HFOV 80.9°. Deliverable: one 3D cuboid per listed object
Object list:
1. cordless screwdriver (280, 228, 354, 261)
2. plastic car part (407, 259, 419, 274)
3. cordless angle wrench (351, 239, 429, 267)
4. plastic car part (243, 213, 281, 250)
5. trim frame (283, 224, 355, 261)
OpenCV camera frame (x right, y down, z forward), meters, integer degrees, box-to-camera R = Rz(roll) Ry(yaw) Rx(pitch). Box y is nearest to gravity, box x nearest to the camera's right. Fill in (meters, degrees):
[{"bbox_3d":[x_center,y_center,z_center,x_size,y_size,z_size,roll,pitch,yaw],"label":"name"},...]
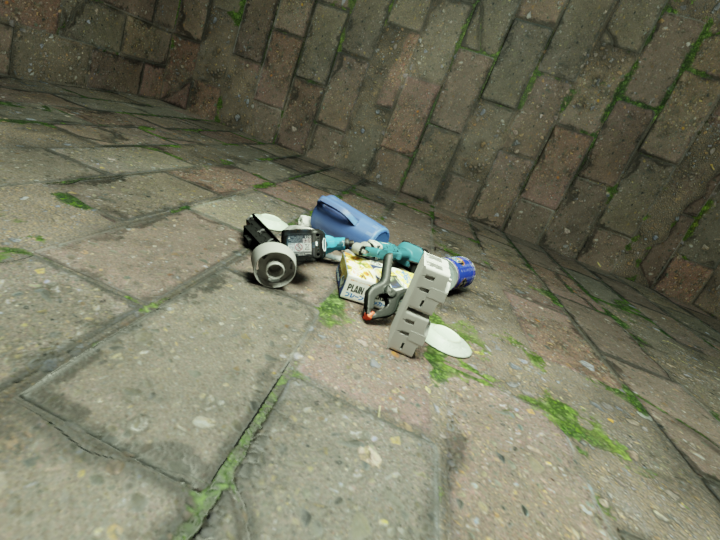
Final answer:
[{"bbox_3d":[-0.103,-0.064,1.048,0.161,0.074,0.247,-1,4,5],"label":"cordless screwdriver"},{"bbox_3d":[0.189,0.020,1.232,0.123,0.071,0.062,20,-5,31],"label":"plastic car part"},{"bbox_3d":[0.082,-0.053,1.228,0.103,0.074,0.404,26,11,27],"label":"cordless angle wrench"},{"bbox_3d":[-0.254,-0.077,1.078,0.064,0.065,0.215,-9,33,-39],"label":"plastic car part"},{"bbox_3d":[-0.125,-0.081,1.274,0.262,0.027,0.176,30,22,32],"label":"trim frame"}]
